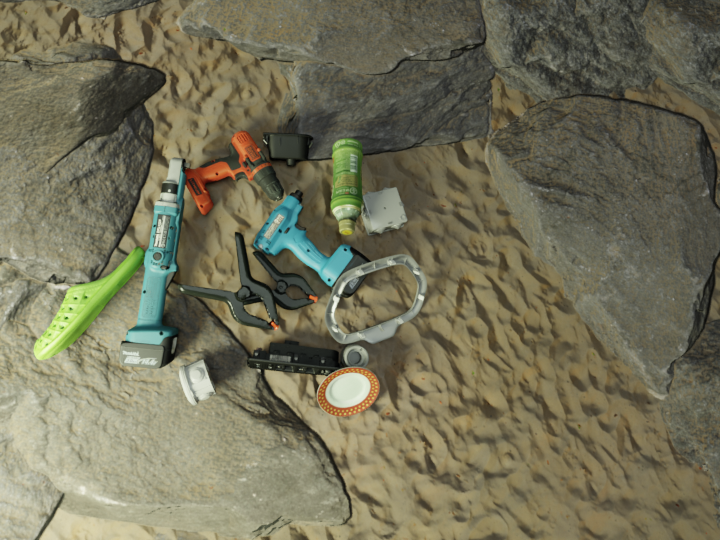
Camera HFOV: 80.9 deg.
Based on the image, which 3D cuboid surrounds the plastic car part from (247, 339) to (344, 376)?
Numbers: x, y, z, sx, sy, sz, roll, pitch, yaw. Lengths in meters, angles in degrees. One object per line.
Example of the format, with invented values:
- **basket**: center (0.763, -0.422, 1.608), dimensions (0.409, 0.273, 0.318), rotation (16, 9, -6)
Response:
- **plastic car part**: center (-0.128, 0.183, 0.872), dimensions (0.202, 0.065, 0.068), rotation (11, 52, -3)

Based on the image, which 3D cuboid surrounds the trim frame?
- **trim frame**: center (0.038, 0.064, 0.878), dimensions (0.242, 0.029, 0.179), rotation (-17, 116, -23)

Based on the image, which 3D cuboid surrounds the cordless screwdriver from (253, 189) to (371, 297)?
- **cordless screwdriver**: center (-0.090, -0.059, 0.918), dimensions (0.251, 0.073, 0.159), rotation (31, 77, 5)

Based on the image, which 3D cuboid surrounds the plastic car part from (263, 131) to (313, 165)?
- **plastic car part**: center (-0.166, -0.276, 0.968), dimensions (0.115, 0.067, 0.071), rotation (3, 94, -10)

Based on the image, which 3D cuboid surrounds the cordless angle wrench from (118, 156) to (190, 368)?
- **cordless angle wrench**: center (-0.402, -0.025, 0.856), dimensions (0.097, 0.075, 0.425), rotation (6, 83, -6)
